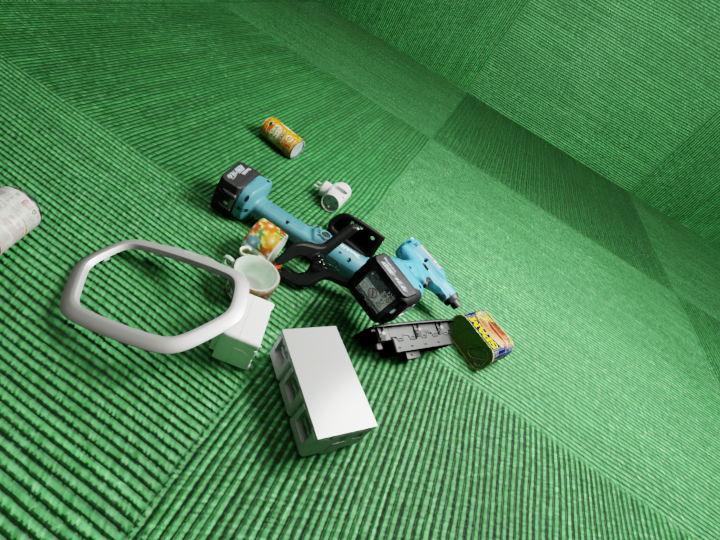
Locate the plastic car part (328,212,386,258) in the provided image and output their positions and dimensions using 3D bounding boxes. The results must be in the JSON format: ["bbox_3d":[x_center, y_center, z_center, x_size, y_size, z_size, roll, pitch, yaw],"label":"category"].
[{"bbox_3d":[-0.003,-0.081,0.889,0.120,0.066,0.069,38,22,14],"label":"plastic car part"}]

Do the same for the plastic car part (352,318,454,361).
[{"bbox_3d":[0.090,0.115,0.718,0.194,0.067,0.069,-4,60,-37],"label":"plastic car part"}]

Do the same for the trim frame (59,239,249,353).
[{"bbox_3d":[-0.270,0.025,0.563,0.254,0.027,0.185,14,41,10],"label":"trim frame"}]

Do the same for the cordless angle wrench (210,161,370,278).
[{"bbox_3d":[-0.077,-0.051,0.793,0.423,0.074,0.098,33,36,0],"label":"cordless angle wrench"}]

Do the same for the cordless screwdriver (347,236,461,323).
[{"bbox_3d":[0.091,0.028,0.737,0.163,0.075,0.241,49,29,11],"label":"cordless screwdriver"}]
